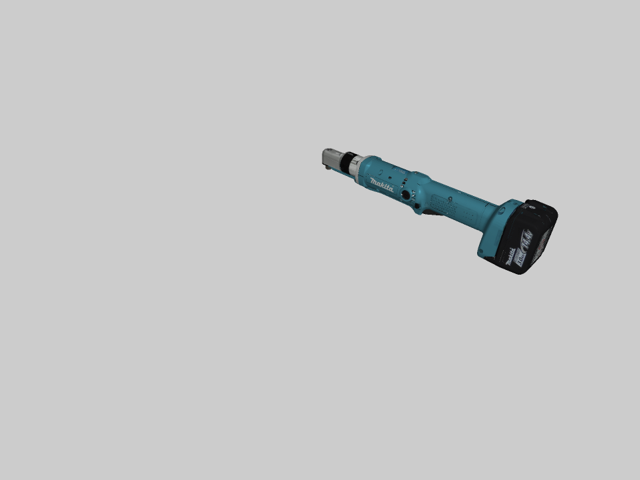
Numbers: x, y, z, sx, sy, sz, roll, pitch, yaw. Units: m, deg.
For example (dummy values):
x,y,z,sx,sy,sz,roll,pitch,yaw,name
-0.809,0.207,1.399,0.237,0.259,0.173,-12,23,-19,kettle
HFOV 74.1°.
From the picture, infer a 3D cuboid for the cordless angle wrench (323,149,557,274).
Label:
x,y,z,sx,sy,sz,roll,pitch,yaw,name
0.159,-0.082,0.713,0.423,0.098,0.074,30,43,34,cordless angle wrench
